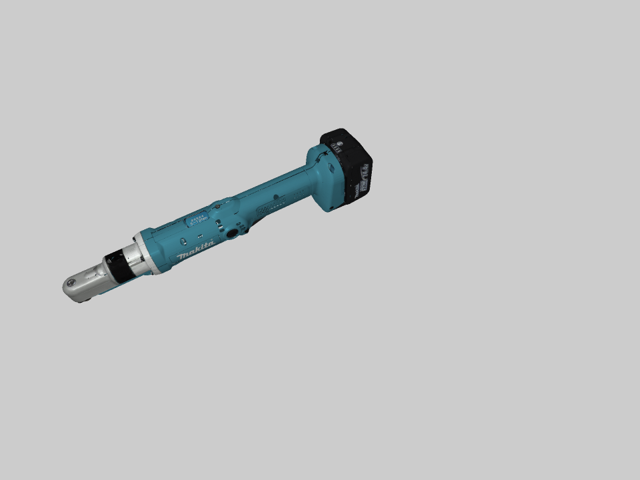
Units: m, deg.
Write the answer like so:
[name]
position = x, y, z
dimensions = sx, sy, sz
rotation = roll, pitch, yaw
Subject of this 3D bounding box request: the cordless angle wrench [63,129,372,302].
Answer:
[cordless angle wrench]
position = -0.127, -0.027, 0.569
dimensions = 0.422, 0.074, 0.098
rotation = -26, -31, -15
